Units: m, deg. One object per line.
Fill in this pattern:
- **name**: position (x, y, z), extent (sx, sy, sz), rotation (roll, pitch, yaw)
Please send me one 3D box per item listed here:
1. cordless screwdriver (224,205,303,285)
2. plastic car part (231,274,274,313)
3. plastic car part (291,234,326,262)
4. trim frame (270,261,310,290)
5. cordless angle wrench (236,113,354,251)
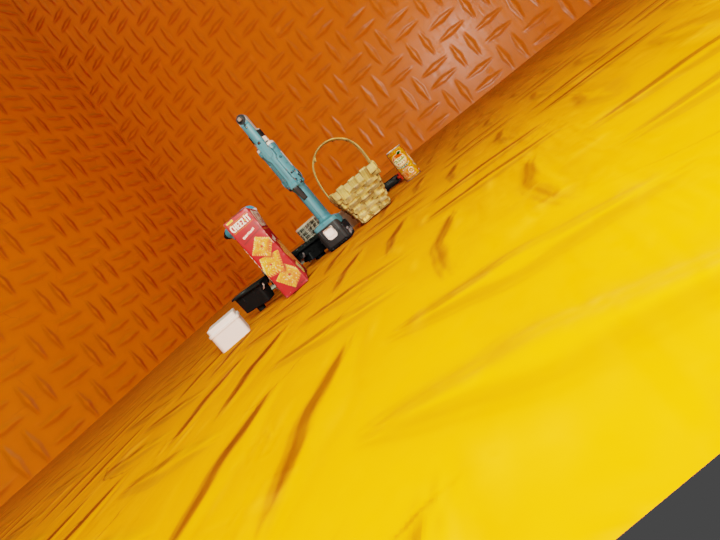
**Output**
- **cordless screwdriver**: position (-0.296, -0.059, 1.248), extent (0.162, 0.247, 0.073), rotation (-35, 6, 41)
- **plastic car part**: position (-0.266, 0.069, 1.082), extent (0.118, 0.070, 0.065), rotation (-35, 8, 27)
- **plastic car part**: position (-0.116, -0.076, 1.182), extent (0.068, 0.066, 0.200), rotation (-32, 12, 50)
- **trim frame**: position (-0.218, 0.019, 1.253), extent (0.188, 0.027, 0.246), rotation (-33, 12, 35)
- **cordless angle wrench**: position (-0.178, -0.237, 1.103), extent (0.075, 0.420, 0.098), rotation (-39, 4, 15)
